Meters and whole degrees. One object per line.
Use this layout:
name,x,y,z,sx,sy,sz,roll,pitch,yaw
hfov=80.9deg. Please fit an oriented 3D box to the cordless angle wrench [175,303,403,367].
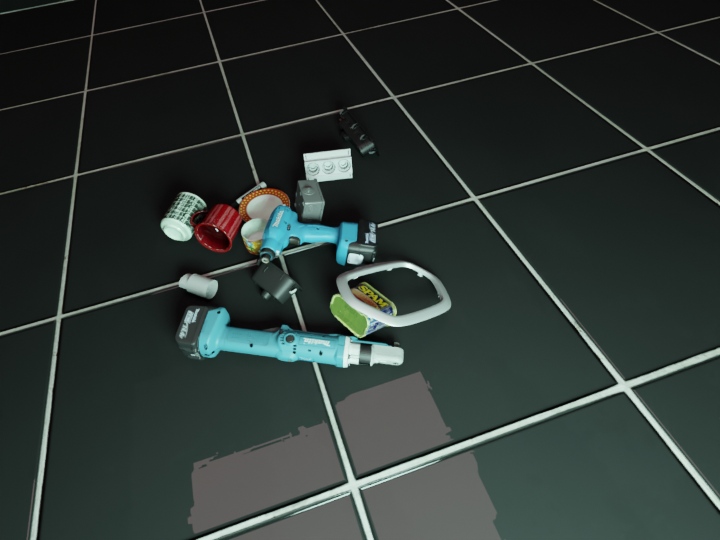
cordless angle wrench,-0.133,0.140,0.804,0.428,0.072,0.100,6,53,7

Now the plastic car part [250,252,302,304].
plastic car part,-0.190,0.027,0.907,0.122,0.063,0.071,37,78,25

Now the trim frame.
trim frame,0.067,0.037,0.833,0.239,0.027,0.194,-15,44,-36

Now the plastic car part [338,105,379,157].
plastic car part,-0.014,-0.389,1.208,0.067,0.063,0.213,-31,55,-8

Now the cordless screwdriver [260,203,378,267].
cordless screwdriver,-0.090,-0.059,0.920,0.250,0.072,0.162,11,47,3
